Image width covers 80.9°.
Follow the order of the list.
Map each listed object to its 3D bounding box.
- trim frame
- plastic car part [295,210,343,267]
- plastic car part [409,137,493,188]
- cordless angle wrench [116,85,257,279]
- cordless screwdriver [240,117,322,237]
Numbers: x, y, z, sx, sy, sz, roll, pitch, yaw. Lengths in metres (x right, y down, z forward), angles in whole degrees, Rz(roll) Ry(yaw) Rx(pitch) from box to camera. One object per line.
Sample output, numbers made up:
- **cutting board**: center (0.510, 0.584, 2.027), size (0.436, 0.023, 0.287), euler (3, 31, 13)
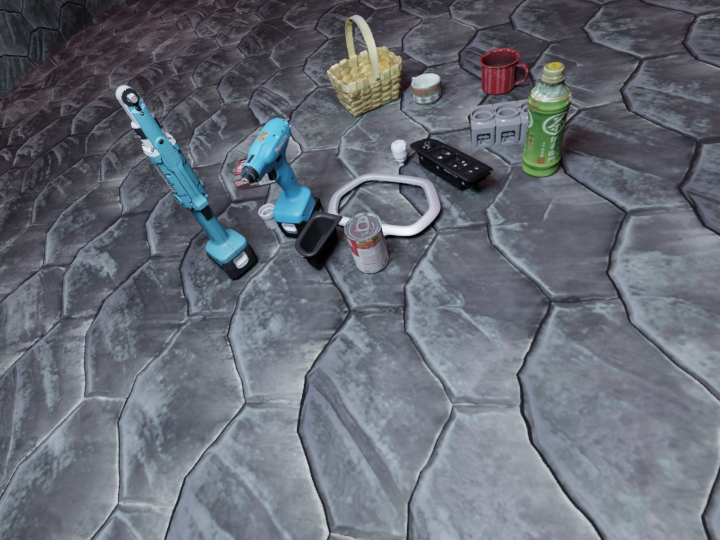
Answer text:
- **trim frame**: center (0.046, -0.141, 0.905), size (0.260, 0.026, 0.184), euler (13, 57, 27)
- **plastic car part**: center (-0.083, -0.054, 0.849), size (0.069, 0.067, 0.117), euler (12, 56, 25)
- **plastic car part**: center (0.186, -0.228, 0.904), size (0.066, 0.064, 0.214), euler (-32, 49, -10)
- **cordless angle wrench**: center (-0.312, -0.144, 0.775), size (0.103, 0.403, 0.074), euler (32, 65, 34)
- **cordless screwdriver**: center (-0.158, -0.158, 0.846), size (0.077, 0.237, 0.161), euler (7, 53, 20)
